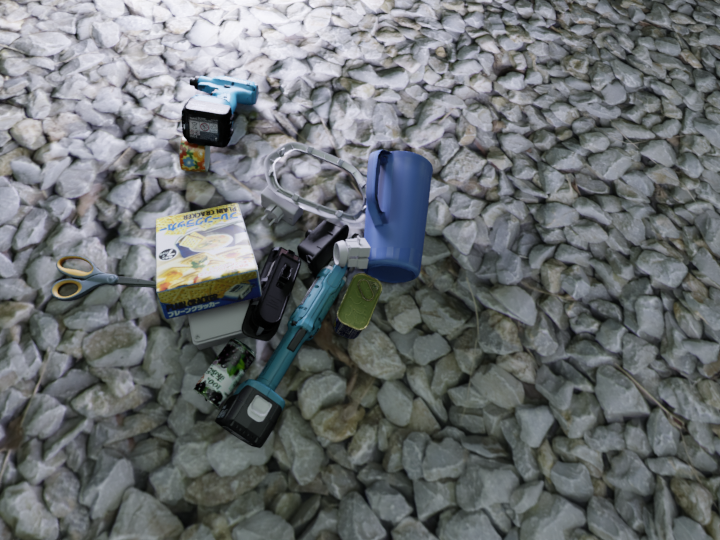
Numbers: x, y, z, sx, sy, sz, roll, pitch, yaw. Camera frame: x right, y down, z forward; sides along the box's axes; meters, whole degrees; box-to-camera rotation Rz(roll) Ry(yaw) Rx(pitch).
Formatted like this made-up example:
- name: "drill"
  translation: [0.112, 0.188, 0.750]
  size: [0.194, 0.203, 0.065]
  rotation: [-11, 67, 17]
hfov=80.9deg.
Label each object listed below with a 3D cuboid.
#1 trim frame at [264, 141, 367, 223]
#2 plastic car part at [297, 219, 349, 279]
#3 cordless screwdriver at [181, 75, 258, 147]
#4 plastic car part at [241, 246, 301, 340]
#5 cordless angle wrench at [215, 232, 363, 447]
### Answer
- name: "trim frame"
  translation: [-0.081, -0.183, 0.879]
  size: [0.241, 0.028, 0.188]
  rotation: [20, 54, -18]
- name: "plastic car part"
  translation: [-0.082, -0.054, 0.837]
  size: [0.074, 0.064, 0.116]
  rotation: [27, 60, 20]
- name: "cordless screwdriver"
  translation: [-0.323, -0.360, 0.911]
  size: [0.159, 0.073, 0.255]
  rotation: [9, 41, -4]
- name: "plastic car part"
  translation: [-0.147, 0.033, 0.749]
  size: [0.064, 0.068, 0.206]
  rotation: [34, 46, -21]
- name: "cordless angle wrench"
  translation: [-0.098, 0.092, 0.749]
  size: [0.073, 0.099, 0.423]
  rotation: [36, 59, -10]
